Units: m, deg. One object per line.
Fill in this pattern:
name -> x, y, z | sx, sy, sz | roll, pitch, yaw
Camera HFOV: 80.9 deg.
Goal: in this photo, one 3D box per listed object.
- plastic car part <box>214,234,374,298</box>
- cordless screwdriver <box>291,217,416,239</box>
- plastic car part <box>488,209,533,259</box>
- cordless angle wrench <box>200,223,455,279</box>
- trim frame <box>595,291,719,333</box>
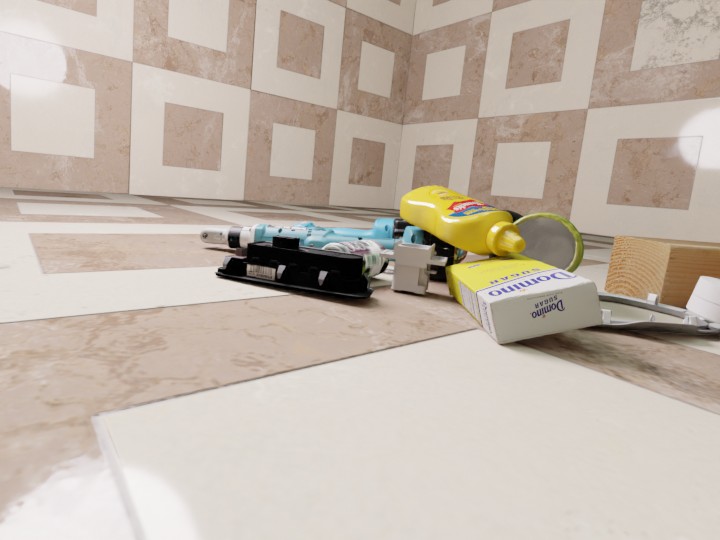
plastic car part -> -0.076, -0.006, 0.515 | 0.212, 0.067, 0.064 | 13, 4, 24
cordless screwdriver -> -0.011, -0.069, 0.844 | 0.252, 0.074, 0.159 | 2, 10, 6
plastic car part -> 0.232, -0.030, 0.672 | 0.067, 0.118, 0.069 | 6, -15, 7
cordless angle wrench -> -0.068, -0.045, 0.699 | 0.431, 0.074, 0.097 | 5, 10, 11
trim frame -> 0.297, 0.042, 0.516 | 0.247, 0.027, 0.187 | 6, 11, -5
